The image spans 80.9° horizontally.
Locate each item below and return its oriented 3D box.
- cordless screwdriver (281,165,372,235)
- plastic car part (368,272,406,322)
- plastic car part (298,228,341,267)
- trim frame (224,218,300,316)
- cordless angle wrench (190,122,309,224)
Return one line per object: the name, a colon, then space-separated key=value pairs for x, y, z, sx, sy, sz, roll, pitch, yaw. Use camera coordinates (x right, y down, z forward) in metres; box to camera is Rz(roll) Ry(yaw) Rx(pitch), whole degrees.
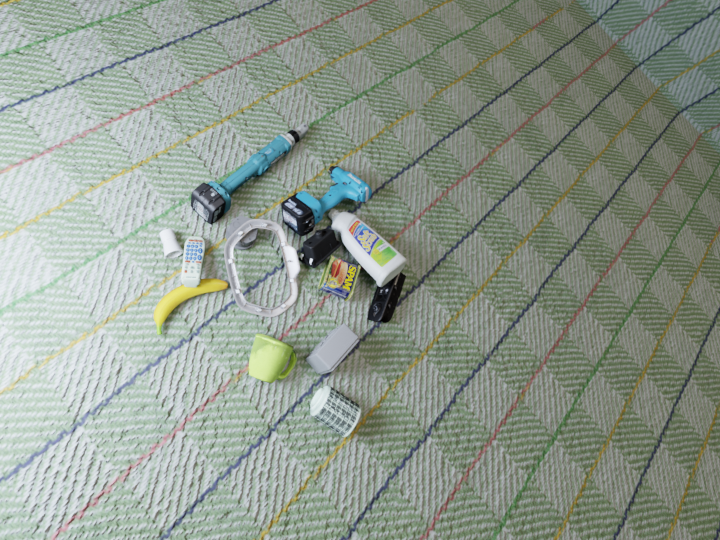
cordless screwdriver: x=-0.109 y=-0.206 z=1.168 sx=0.244 sy=0.072 sz=0.168 roll=-32 pitch=55 yaw=-24
plastic car part: x=0.077 y=0.059 z=1.155 sx=0.064 sy=0.069 sz=0.204 roll=44 pitch=58 yaw=-32
plastic car part: x=-0.109 y=-0.071 z=1.117 sx=0.070 sy=0.068 sz=0.115 roll=26 pitch=56 yaw=36
trim frame: x=-0.239 y=-0.006 z=1.051 sx=0.178 sy=0.028 sz=0.248 roll=-14 pitch=90 yaw=-30
cordless angle wrench: x=-0.275 y=-0.288 z=1.144 sx=0.074 sy=0.099 sz=0.419 roll=41 pitch=60 yaw=-2
